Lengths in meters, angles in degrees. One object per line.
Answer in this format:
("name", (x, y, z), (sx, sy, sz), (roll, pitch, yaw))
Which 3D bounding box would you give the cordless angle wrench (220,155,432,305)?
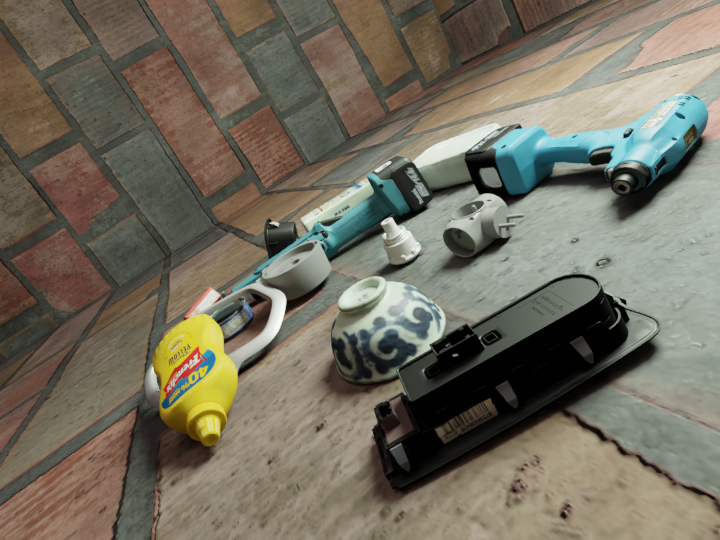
("cordless angle wrench", (-0.074, -0.049, 0.762), (0.425, 0.095, 0.076), (-34, 17, 6))

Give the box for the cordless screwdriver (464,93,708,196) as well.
("cordless screwdriver", (0.242, -0.134, 0.516), (0.157, 0.072, 0.261), (-41, 25, -24))

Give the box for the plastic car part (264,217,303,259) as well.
("plastic car part", (-0.140, -0.044, 0.814), (0.072, 0.113, 0.067), (-4, 22, 7))

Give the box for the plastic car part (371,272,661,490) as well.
("plastic car part", (0.092, 0.063, 0.292), (0.204, 0.066, 0.067), (-28, 11, 3))

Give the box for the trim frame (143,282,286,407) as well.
("trim frame", (-0.214, 0.104, 0.622), (0.249, 0.026, 0.192), (-30, 33, 2))
